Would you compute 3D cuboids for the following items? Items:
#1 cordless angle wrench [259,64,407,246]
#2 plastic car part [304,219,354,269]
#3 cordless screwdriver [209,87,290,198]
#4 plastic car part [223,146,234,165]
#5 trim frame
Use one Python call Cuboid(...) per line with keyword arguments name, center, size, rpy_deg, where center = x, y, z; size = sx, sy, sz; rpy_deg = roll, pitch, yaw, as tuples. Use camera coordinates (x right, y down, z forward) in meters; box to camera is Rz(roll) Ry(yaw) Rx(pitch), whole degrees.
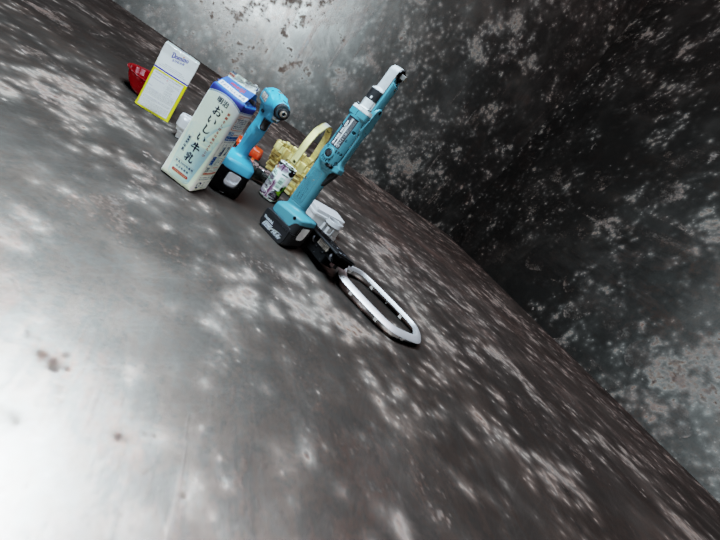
Cuboid(name="cordless angle wrench", center=(-0.053, -0.234, 0.873), size=(0.102, 0.424, 0.071), rpy_deg=(46, 17, 23))
Cuboid(name="plastic car part", center=(-0.093, -0.061, 0.955), size=(0.062, 0.067, 0.214), rpy_deg=(22, 21, -44))
Cuboid(name="cordless screwdriver", center=(-0.235, -0.270, 0.907), size=(0.071, 0.249, 0.167), rpy_deg=(28, 19, -33))
Cuboid(name="plastic car part", center=(-0.350, -0.288, 1.040), size=(0.117, 0.071, 0.065), rpy_deg=(39, 16, 3))
Cuboid(name="trim frame", center=(0.039, 0.070, 0.939), size=(0.258, 0.027, 0.177), rpy_deg=(43, 17, 20))
